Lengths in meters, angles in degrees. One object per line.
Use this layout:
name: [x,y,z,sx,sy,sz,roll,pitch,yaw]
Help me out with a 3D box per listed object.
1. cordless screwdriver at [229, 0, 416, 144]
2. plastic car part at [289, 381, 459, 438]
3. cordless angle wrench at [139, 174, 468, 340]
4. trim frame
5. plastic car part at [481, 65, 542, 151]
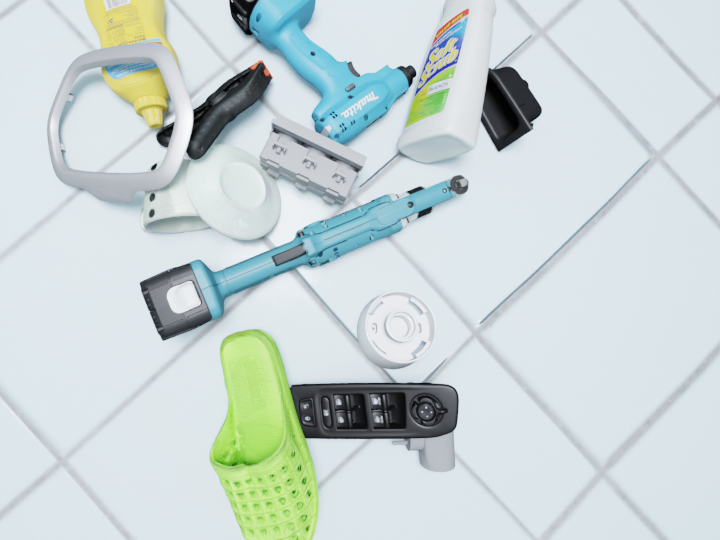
cordless screwdriver: [-0.049,-0.301,0.557,0.158,0.075,0.247,-39,93,-11]
plastic car part: [0.017,0.167,0.517,0.209,0.064,0.067,-7,81,20]
cordless angle wrench: [-0.052,-0.034,0.534,0.419,0.099,0.074,-23,91,-9]
trim frame: [-0.294,-0.174,0.505,0.258,0.026,0.184,6,92,23]
plastic car part: [0.202,-0.235,0.577,0.069,0.067,0.117,-24,85,-21]
